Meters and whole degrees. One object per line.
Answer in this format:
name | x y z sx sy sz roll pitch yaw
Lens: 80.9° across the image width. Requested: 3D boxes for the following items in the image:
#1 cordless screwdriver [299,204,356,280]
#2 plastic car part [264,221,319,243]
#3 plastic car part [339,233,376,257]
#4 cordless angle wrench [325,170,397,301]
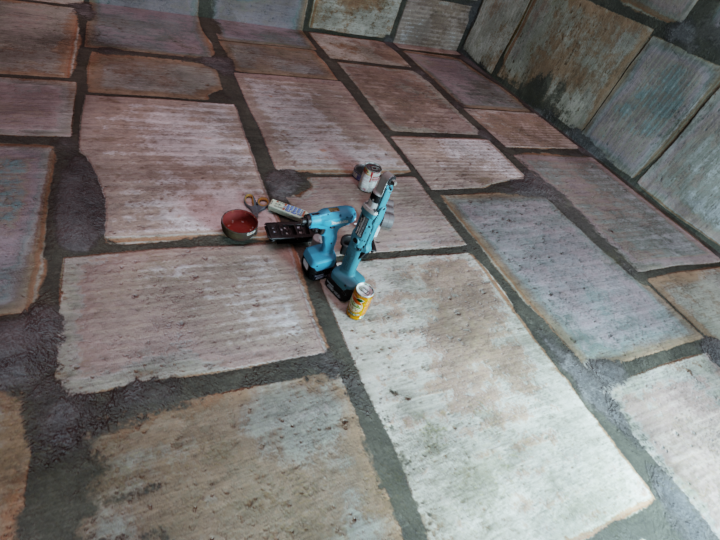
cordless screwdriver | -0.117 -0.076 1.195 0.154 0.245 0.078 -11 52 -30
plastic car part | -0.205 -0.114 1.337 0.196 0.066 0.069 -8 50 -26
plastic car part | -0.018 -0.071 1.350 0.114 0.070 0.068 4 45 -15
cordless angle wrench | 0.005 -0.085 1.117 0.072 0.417 0.102 -23 60 -39
